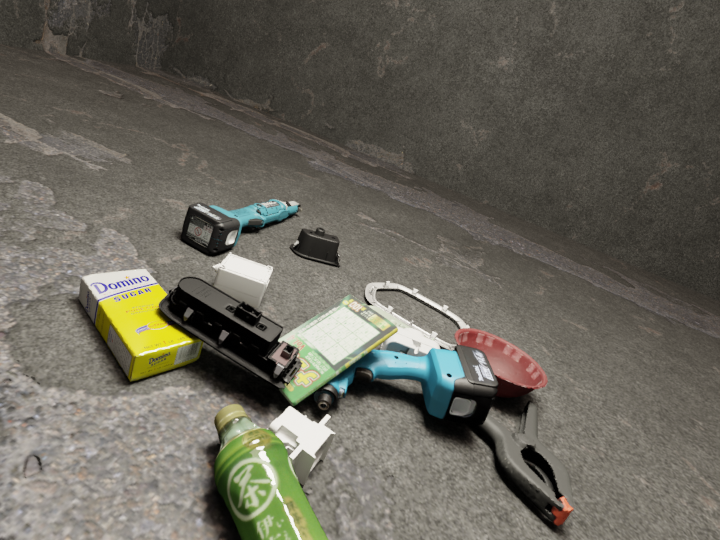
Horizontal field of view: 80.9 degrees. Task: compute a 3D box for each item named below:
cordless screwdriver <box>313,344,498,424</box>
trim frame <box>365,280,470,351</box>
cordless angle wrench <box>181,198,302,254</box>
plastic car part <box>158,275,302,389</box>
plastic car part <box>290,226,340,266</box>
[{"bbox_3d":[0.057,0.154,0.592,0.251,0.073,0.161,11,26,3],"label":"cordless screwdriver"},{"bbox_3d":[0.124,0.088,0.878,0.258,0.027,0.179,31,26,18],"label":"trim frame"},{"bbox_3d":[-0.246,-0.129,0.998,0.100,0.074,0.415,26,21,10],"label":"cordless angle wrench"},{"bbox_3d":[-0.166,0.067,0.535,0.208,0.066,0.065,25,31,12],"label":"plastic car part"},{"bbox_3d":[-0.095,-0.062,0.971,0.113,0.070,0.068,17,22,-19],"label":"plastic car part"}]
